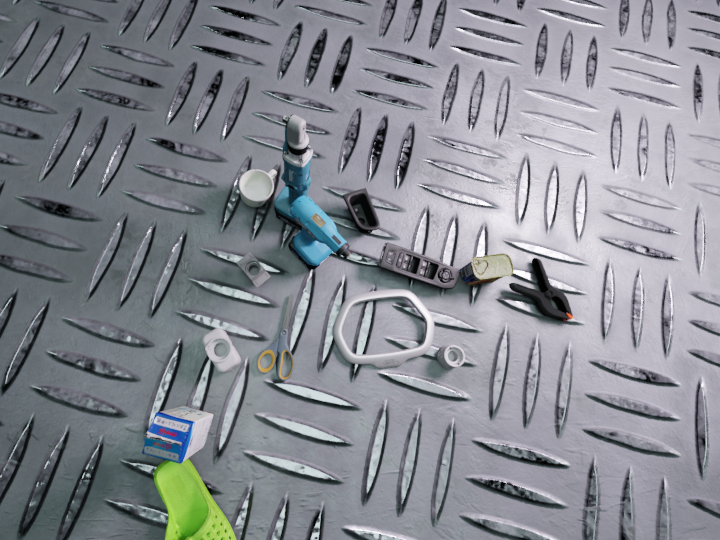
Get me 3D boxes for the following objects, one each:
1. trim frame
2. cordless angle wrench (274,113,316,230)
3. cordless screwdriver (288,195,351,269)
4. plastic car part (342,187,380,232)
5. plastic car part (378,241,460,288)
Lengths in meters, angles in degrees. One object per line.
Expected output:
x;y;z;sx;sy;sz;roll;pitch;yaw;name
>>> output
0.056;0.140;1.025;0.246;0.027;0.188;-7;73;-6;trim frame
-0.139;-0.202;0.916;0.098;0.420;0.074;30;73;0;cordless angle wrench
-0.094;-0.062;0.965;0.074;0.247;0.162;-42;84;-16;cordless screwdriver
0.002;-0.142;1.089;0.065;0.070;0.119;-19;76;-12;plastic car part
0.143;-0.003;1.056;0.204;0.066;0.067;18;73;2;plastic car part
